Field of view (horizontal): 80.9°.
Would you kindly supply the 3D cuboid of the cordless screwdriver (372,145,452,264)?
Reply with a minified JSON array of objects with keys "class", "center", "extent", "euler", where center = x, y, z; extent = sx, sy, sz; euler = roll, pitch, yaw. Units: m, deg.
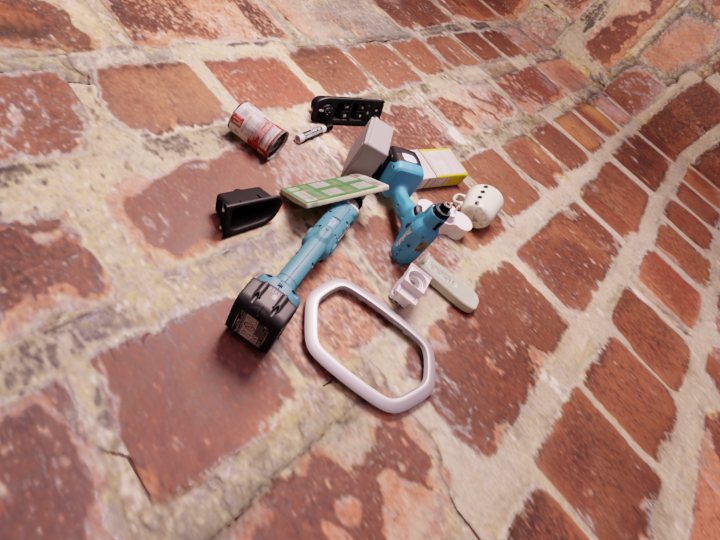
[{"class":"cordless screwdriver","center":[0.101,-0.152,0.839],"extent":[0.071,0.159,0.258],"euler":[11,50,-25]}]

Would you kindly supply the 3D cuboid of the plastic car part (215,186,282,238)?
[{"class":"plastic car part","center":[-0.200,-0.112,0.721],"extent":[0.074,0.065,0.113],"euler":[40,42,22]}]

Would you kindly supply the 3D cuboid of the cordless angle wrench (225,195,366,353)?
[{"class":"cordless angle wrench","center":[-0.070,-0.046,0.716],"extent":[0.075,0.098,0.422],"euler":[33,43,-1]}]

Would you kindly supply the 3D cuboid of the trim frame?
[{"class":"trim frame","center":[0.016,0.114,0.679],"extent":[0.250,0.027,0.183],"euler":[34,48,2]}]

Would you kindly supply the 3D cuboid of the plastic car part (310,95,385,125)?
[{"class":"plastic car part","center":[-0.038,-0.393,1.018],"extent":[0.195,0.066,0.070],"euler":[-16,56,-36]}]
